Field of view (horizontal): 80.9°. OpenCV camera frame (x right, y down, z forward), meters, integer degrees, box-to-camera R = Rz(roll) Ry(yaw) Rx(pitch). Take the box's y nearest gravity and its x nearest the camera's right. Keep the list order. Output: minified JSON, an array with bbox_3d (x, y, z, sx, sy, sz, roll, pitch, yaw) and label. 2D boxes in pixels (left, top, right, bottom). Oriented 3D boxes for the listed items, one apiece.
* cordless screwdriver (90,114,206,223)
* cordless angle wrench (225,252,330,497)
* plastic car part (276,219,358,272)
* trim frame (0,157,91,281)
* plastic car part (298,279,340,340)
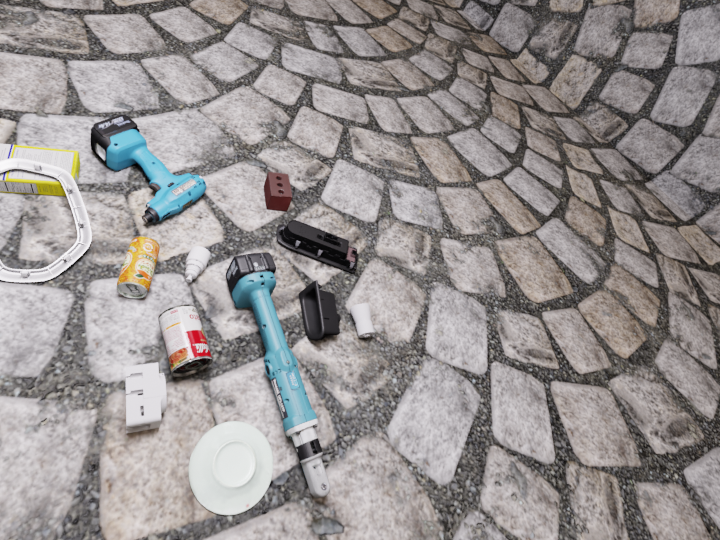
[{"bbox_3d":[-0.469,-0.211,0.896,0.250,0.074,0.158,39,49,2],"label":"cordless screwdriver"},{"bbox_3d":[-0.140,0.167,0.740,0.071,0.098,0.438,-7,61,-35],"label":"cordless angle wrench"},{"bbox_3d":[-0.094,-0.061,0.957,0.200,0.067,0.067,19,57,-7],"label":"plastic car part"},{"bbox_3d":[-0.592,-0.096,0.750,0.179,0.028,0.253,-19,78,-28],"label":"trim frame"},{"bbox_3d":[-0.074,0.088,0.854,0.067,0.067,0.121,9,54,-38],"label":"plastic car part"}]
